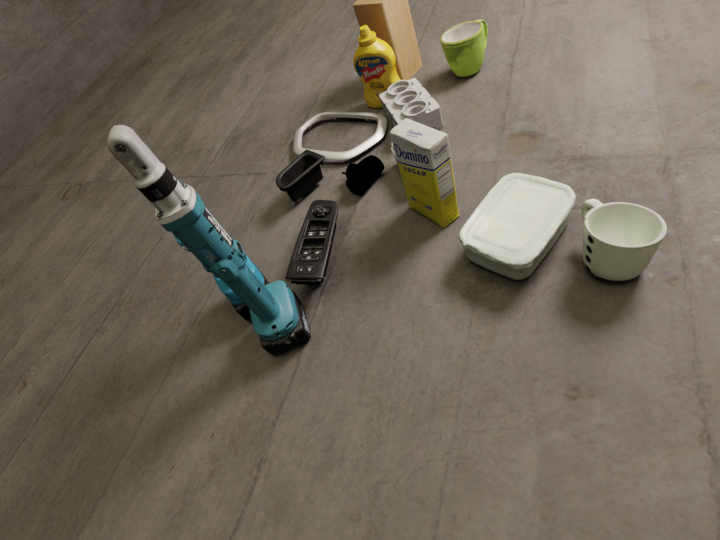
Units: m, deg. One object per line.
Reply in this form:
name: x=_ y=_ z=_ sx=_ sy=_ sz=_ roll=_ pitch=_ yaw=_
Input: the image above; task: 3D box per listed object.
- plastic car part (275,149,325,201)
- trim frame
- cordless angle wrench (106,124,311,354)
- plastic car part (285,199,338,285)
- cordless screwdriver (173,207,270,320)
plastic car part: x=-0.126 y=-0.196 z=0.914 sx=0.070 sy=0.067 sz=0.116 roll=31 pitch=71 yaw=39
trim frame: x=-0.054 y=-0.328 z=1.012 sx=0.261 sy=0.026 sz=0.184 roll=13 pitch=61 yaw=33
cordless angle wrench: x=-0.187 y=-0.019 z=0.575 sx=0.075 sy=0.401 sz=0.102 roll=-25 pitch=47 yaw=3
plastic car part: x=-0.076 y=-0.050 z=0.776 sx=0.068 sy=0.063 sz=0.207 roll=-7 pitch=52 yaw=20
cordless screwdriver: x=-0.246 y=-0.030 z=0.725 sx=0.074 sy=0.236 sz=0.168 roll=-38 pitch=48 yaw=-9
